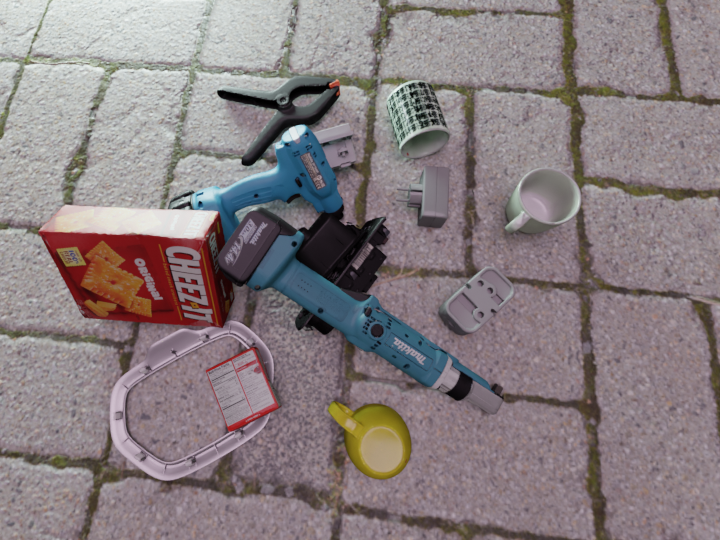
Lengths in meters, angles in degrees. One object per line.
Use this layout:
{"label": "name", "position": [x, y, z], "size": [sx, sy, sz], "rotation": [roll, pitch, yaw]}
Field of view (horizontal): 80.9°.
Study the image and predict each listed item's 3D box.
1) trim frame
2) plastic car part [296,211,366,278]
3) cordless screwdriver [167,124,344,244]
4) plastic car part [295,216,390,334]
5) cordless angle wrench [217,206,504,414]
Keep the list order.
{"label": "trim frame", "position": [-0.239, 0.178, 0.601], "size": [0.248, 0.027, 0.189], "rotation": [-29, 73, -3]}
{"label": "plastic car part", "position": [-0.061, -0.040, 0.621], "size": [0.116, 0.069, 0.068], "rotation": [-47, 113, -8]}
{"label": "cordless screwdriver", "position": [-0.152, -0.092, 0.634], "size": [0.250, 0.151, 0.078], "rotation": [-27, 38, 5]}
{"label": "plastic car part", "position": [-0.021, 0.014, 0.621], "size": [0.065, 0.069, 0.202], "rotation": [45, 77, -21]}
{"label": "cordless angle wrench", "position": [0.014, 0.072, 0.550], "size": [0.417, 0.075, 0.098], "rotation": [34, 83, -7]}
